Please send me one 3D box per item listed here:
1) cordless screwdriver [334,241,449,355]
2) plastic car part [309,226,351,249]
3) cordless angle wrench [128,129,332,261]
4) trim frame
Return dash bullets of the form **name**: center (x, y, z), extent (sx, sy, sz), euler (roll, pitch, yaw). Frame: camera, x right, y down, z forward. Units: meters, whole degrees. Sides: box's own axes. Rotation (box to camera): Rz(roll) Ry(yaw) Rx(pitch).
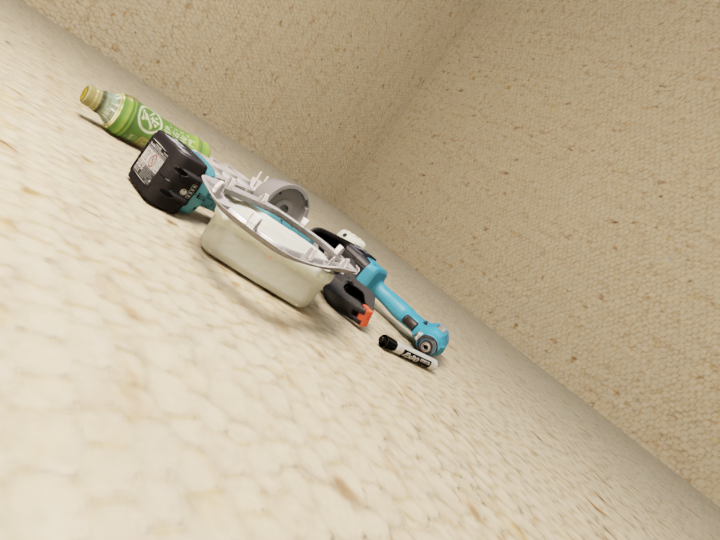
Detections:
- **cordless screwdriver**: center (0.047, 0.054, 0.746), extent (0.257, 0.074, 0.154), euler (42, 9, 17)
- **plastic car part**: center (-0.090, -0.059, 0.921), extent (0.111, 0.066, 0.074), euler (27, -4, -32)
- **cordless angle wrench**: center (-0.156, -0.077, 0.677), extent (0.103, 0.074, 0.400), euler (41, 7, 34)
- **trim frame**: center (-0.084, -0.050, 0.498), extent (0.192, 0.027, 0.238), euler (40, 7, 21)
